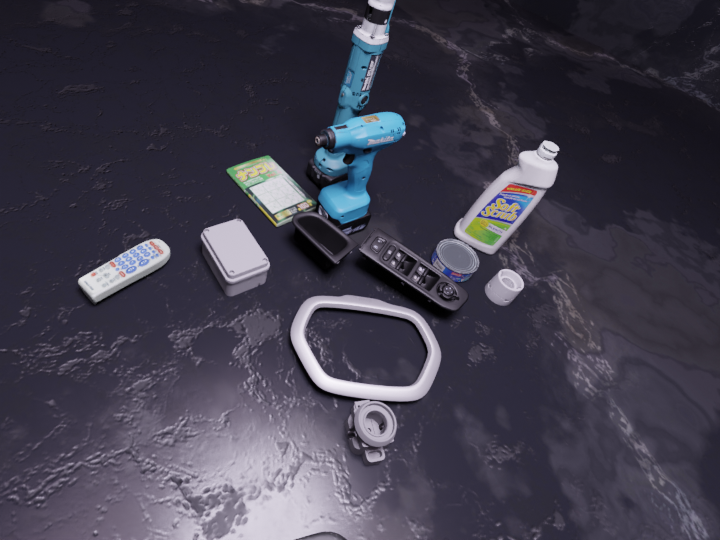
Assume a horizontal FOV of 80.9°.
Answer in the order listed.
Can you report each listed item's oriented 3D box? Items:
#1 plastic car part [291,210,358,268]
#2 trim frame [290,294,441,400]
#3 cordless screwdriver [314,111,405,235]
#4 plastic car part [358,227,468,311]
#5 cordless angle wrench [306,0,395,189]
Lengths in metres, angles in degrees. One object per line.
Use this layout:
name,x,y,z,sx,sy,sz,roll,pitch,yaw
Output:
plastic car part,-0.074,-0.048,0.756,0.120,0.070,0.065,39,51,17
trim frame,0.011,0.114,0.671,0.244,0.027,0.190,6,50,-10
cordless screwdriver,-0.029,-0.160,0.745,0.154,0.245,0.077,-19,61,-30
plastic car part,0.089,0.012,0.751,0.208,0.066,0.066,32,50,12
cordless angle wrench,-0.010,-0.325,0.775,0.095,0.418,0.077,-29,67,-35
